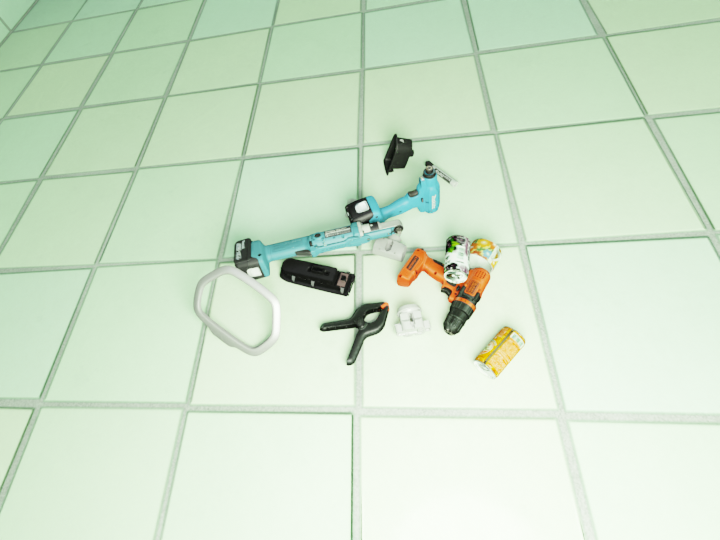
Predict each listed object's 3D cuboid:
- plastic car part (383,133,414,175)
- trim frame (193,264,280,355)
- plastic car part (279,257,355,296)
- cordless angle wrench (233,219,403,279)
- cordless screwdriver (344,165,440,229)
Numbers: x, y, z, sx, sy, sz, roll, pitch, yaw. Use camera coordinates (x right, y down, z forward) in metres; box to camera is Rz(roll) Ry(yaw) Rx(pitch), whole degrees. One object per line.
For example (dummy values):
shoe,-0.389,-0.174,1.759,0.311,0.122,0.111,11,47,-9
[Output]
plastic car part,0.117,-0.336,1.224,0.069,0.115,0.068,3,56,-17
trim frame,-0.300,0.098,1.028,0.254,0.027,0.184,32,99,10
plastic car part,-0.121,0.010,1.081,0.210,0.064,0.067,10,68,21
cordless angle wrench,-0.104,-0.068,1.059,0.425,0.071,0.102,-13,46,4
cordless screwdriver,0.086,-0.178,1.095,0.249,0.152,0.077,-19,58,1
